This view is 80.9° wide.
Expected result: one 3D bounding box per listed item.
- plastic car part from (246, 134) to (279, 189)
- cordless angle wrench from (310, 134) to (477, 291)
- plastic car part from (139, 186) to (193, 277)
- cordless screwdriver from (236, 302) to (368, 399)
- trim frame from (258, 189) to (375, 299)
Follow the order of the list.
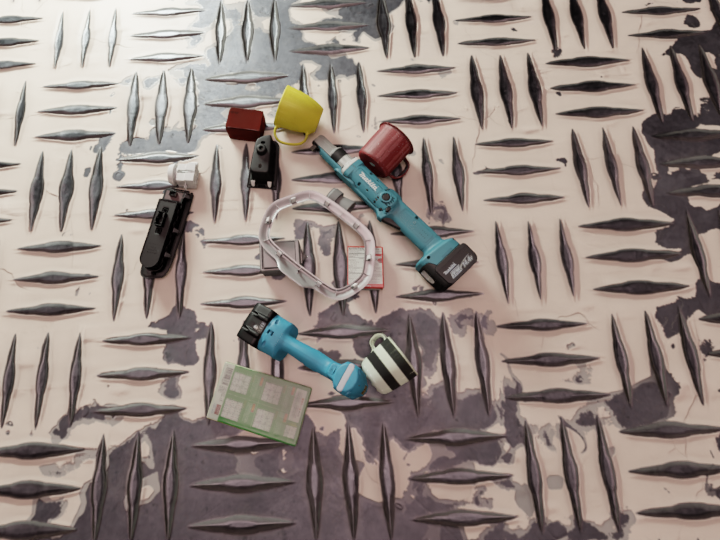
[{"bbox_3d":[-0.210,-0.241,0.910,0.066,0.070,0.118,5,79,-2],"label":"plastic car part"},{"bbox_3d":[0.050,-0.140,0.879,0.097,0.073,0.434,-41,76,-10],"label":"cordless angle wrench"},{"bbox_3d":[-0.409,-0.082,0.880,0.066,0.067,0.204,12,79,-6],"label":"plastic car part"},{"bbox_3d":[-0.099,0.159,0.784,0.259,0.153,0.074,25,74,22],"label":"cordless screwdriver"},{"bbox_3d":[-0.081,-0.053,0.832,0.249,0.027,0.183,38,73,1],"label":"trim frame"}]
